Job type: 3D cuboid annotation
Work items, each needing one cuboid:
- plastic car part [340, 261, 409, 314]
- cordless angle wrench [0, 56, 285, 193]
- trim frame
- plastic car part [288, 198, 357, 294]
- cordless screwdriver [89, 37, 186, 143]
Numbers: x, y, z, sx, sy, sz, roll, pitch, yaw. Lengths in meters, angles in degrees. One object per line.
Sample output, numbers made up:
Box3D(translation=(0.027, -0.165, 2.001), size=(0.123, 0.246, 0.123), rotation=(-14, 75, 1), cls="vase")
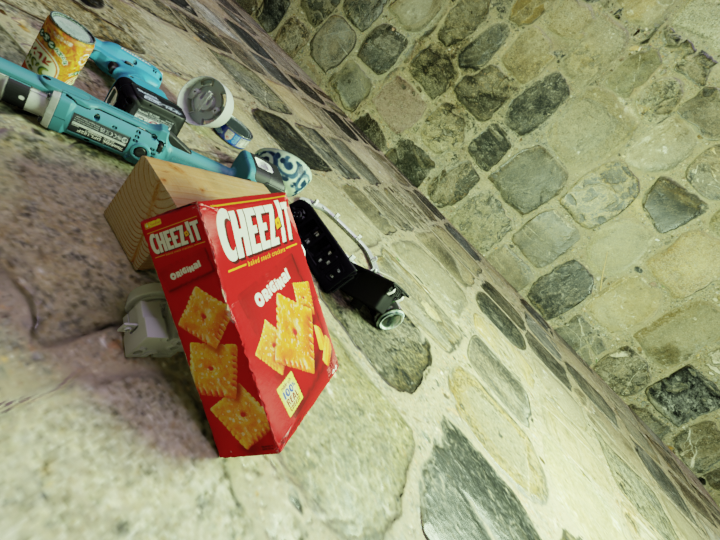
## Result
Box3D(translation=(0.013, 0.038, 0.744), size=(0.123, 0.071, 0.062), rotation=(22, -13, 39), cls="plastic car part")
Box3D(translation=(-0.295, -0.173, 0.570), size=(0.400, 0.098, 0.078), rotation=(21, 32, -40), cls="cordless angle wrench")
Box3D(translation=(-0.043, -0.078, 0.945), size=(0.248, 0.028, 0.183), rotation=(45, 21, -3), cls="trim frame")
Box3D(translation=(-0.076, -0.049, 0.773), size=(0.212, 0.067, 0.064), rotation=(54, 12, 25), cls="plastic car part")
Box3D(translation=(-0.373, -0.291, 0.660), size=(0.150, 0.075, 0.262), rotation=(20, 27, -48), cls="cordless screwdriver")
